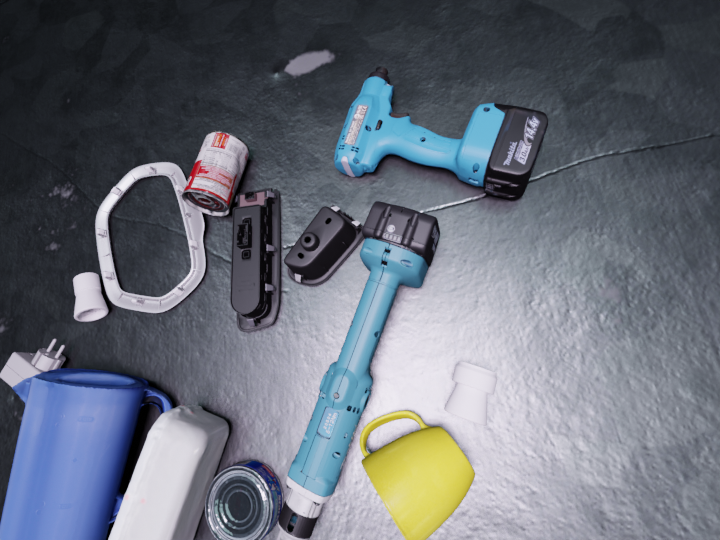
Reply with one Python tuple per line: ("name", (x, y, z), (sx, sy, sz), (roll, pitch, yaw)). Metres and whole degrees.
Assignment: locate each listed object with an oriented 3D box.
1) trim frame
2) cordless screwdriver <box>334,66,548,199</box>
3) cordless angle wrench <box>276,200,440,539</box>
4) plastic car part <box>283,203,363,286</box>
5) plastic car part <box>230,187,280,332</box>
("trim frame", (-0.319, -0.056, 0.638), (0.185, 0.026, 0.256), (-23, 68, 6))
("cordless screwdriver", (0.099, -0.185, 0.545), (0.258, 0.071, 0.160), (14, 78, 21))
("cordless angle wrench", (-0.016, 0.133, 0.474), (0.077, 0.094, 0.424), (18, 83, 19))
("plastic car part", (-0.053, -0.035, 0.540), (0.069, 0.068, 0.116), (37, 83, 20))
("plastic car part", (-0.143, -0.022, 0.567), (0.067, 0.065, 0.206), (-5, 76, 4))
